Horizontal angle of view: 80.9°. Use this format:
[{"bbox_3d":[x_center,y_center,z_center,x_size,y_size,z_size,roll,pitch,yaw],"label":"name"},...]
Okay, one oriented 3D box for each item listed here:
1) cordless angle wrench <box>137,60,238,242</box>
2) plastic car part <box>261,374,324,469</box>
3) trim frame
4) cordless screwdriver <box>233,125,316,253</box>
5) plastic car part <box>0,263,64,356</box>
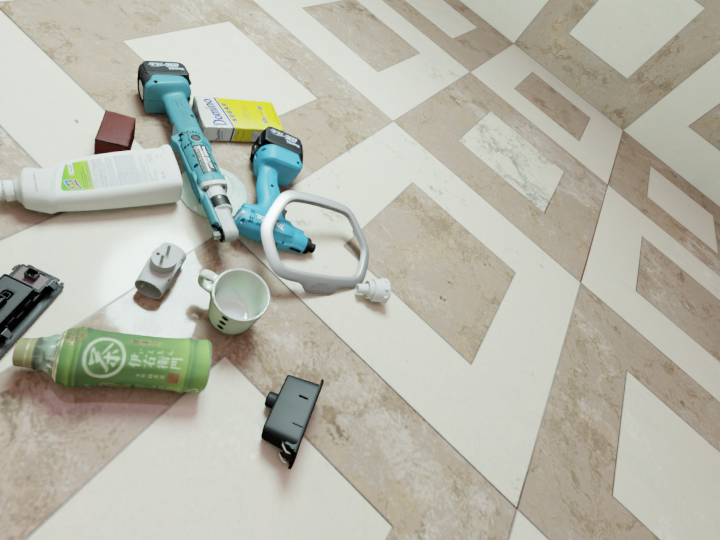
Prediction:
[{"bbox_3d":[-0.305,-0.222,0.768,0.094,0.074,0.440,-13,60,-33],"label":"cordless angle wrench"},{"bbox_3d":[-0.102,0.199,0.592,0.071,0.065,0.118,18,45,0],"label":"plastic car part"},{"bbox_3d":[-0.075,-0.049,0.769,0.236,0.028,0.187,10,69,-41],"label":"trim frame"},{"bbox_3d":[-0.151,-0.151,0.817,0.152,0.076,0.255,21,52,-27],"label":"cordless screwdriver"},{"bbox_3d":[-0.446,0.069,0.500,0.064,0.068,0.205,32,49,-16],"label":"plastic car part"}]
